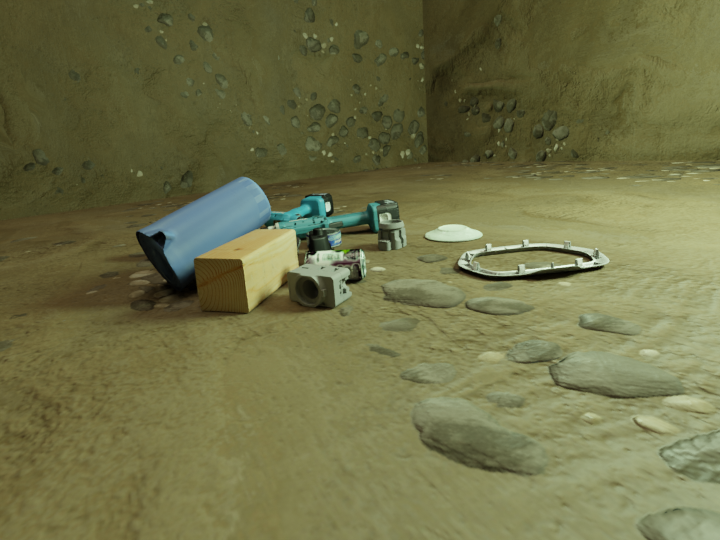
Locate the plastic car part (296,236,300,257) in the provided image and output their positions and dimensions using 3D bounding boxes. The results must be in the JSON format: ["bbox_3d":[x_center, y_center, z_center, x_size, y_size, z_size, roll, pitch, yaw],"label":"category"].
[{"bbox_3d":[-0.216,-0.037,0.900,0.210,0.063,0.067,0,56,24],"label":"plastic car part"}]

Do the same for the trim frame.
[{"bbox_3d":[0.299,-0.024,0.750,0.248,0.027,0.188,-5,18,-3],"label":"trim frame"}]

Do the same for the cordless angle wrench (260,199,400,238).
[{"bbox_3d":[-0.111,-0.117,1.115,0.419,0.073,0.101,-10,16,-7],"label":"cordless angle wrench"}]

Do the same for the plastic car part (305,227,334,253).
[{"bbox_3d":[-0.089,-0.058,0.912,0.066,0.070,0.119,-7,13,-4],"label":"plastic car part"}]

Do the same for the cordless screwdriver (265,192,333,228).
[{"bbox_3d":[-0.171,-0.184,1.342,0.167,0.073,0.242,7,25,35],"label":"cordless screwdriver"}]
